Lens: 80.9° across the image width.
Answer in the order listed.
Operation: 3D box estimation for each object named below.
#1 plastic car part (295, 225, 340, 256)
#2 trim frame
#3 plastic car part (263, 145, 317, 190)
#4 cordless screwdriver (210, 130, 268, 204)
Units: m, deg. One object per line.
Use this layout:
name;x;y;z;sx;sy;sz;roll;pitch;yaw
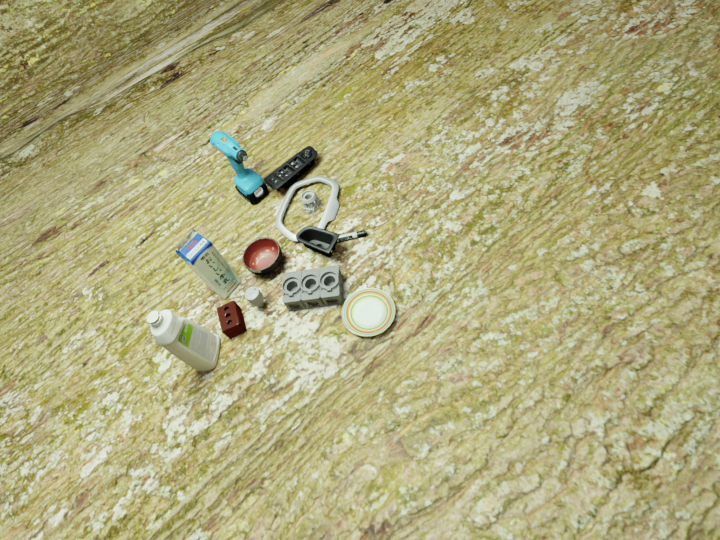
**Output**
plastic car part;-0.114;-0.075;1.170;0.122;0.067;0.066;19;65;26
trim frame;-0.159;-0.192;1.287;0.191;0.026;0.251;7;60;21
plastic car part;-0.214;-0.323;1.367;0.070;0.064;0.202;34;73;31
cordless screwdriver;-0.355;-0.302;1.291;0.074;0.237;0.168;-43;58;-15
